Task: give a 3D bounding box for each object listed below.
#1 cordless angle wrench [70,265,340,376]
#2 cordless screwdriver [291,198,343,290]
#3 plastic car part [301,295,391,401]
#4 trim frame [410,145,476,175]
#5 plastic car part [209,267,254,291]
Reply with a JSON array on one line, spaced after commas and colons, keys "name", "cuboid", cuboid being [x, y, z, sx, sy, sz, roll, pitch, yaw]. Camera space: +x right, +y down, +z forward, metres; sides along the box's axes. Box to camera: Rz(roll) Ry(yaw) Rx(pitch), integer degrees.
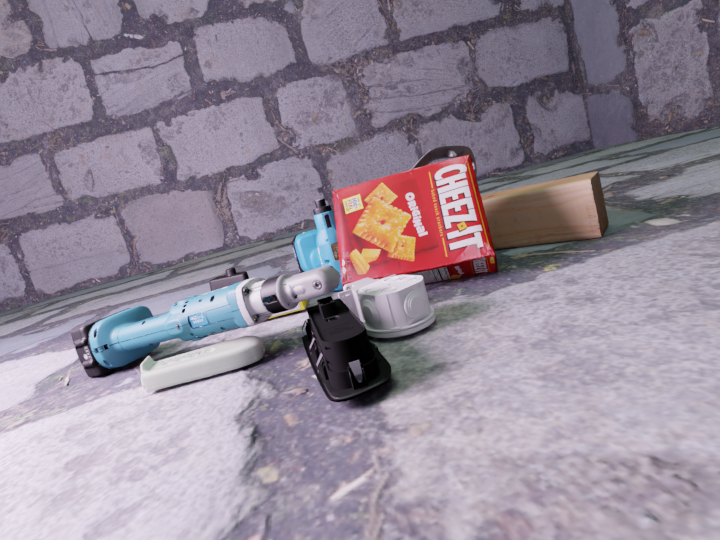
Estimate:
[{"name": "cordless angle wrench", "cuboid": [-0.210, 0.060, 0.536, 0.437, 0.074, 0.095, -16, 7, 29]}, {"name": "cordless screwdriver", "cuboid": [-0.081, -0.053, 0.827, 0.073, 0.158, 0.255, -17, 8, -16]}, {"name": "plastic car part", "cuboid": [-0.022, 0.064, 0.421, 0.065, 0.066, 0.208, -9, 12, -11]}, {"name": "trim frame", "cuboid": [0.117, -0.112, 0.754, 0.174, 0.248, 0.029, 24, 17, -48]}, {"name": "plastic car part", "cuboid": [-0.274, 0.031, 0.900, 0.120, 0.070, 0.065, -14, 9, 21]}]
